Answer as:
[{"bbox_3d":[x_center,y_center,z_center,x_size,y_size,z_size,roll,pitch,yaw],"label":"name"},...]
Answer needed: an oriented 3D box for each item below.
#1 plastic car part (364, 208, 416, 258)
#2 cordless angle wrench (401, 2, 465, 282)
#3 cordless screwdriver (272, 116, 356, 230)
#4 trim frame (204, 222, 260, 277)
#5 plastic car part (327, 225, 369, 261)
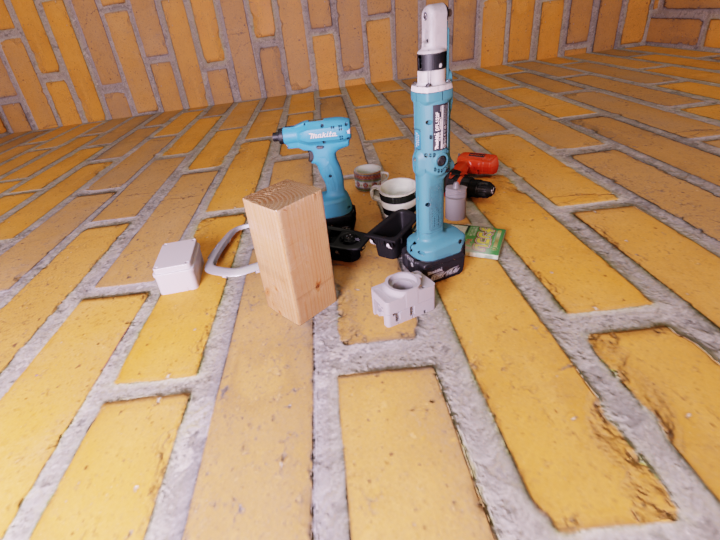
[{"bbox_3d":[0.069,-0.063,0.813,0.069,0.068,0.114,16,39,34],"label":"plastic car part"},{"bbox_3d":[0.113,-0.177,0.662,0.096,0.409,0.078,-16,31,-18],"label":"cordless angle wrench"},{"bbox_3d":[-0.090,-0.194,0.896,0.161,0.241,0.076,-3,30,6],"label":"cordless screwdriver"},{"bbox_3d":[-0.236,-0.052,0.907,0.186,0.026,0.254,-5,32,6],"label":"trim frame"},{"bbox_3d":[-0.082,-0.054,0.838,0.211,0.065,0.066,6,33,22],"label":"plastic car part"}]
